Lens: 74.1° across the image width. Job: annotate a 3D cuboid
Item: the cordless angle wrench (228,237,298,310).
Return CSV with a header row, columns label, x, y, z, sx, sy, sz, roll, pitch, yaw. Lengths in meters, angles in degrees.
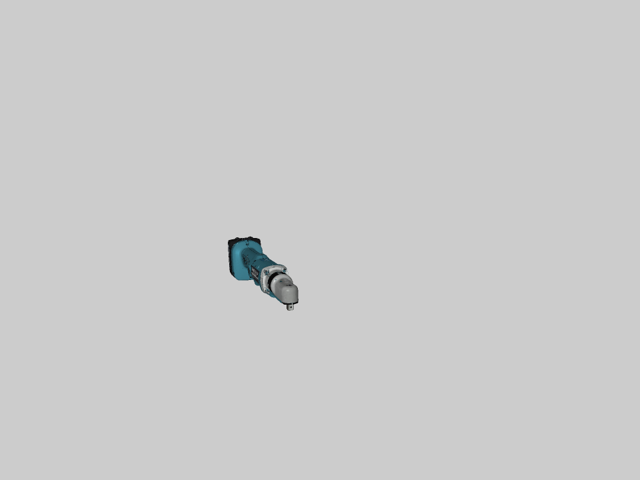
label,x,y,z,sx,sy,sz,roll,pitch,yaw
cordless angle wrench,-0.118,0.061,0.855,0.074,0.098,0.423,-5,8,-20
